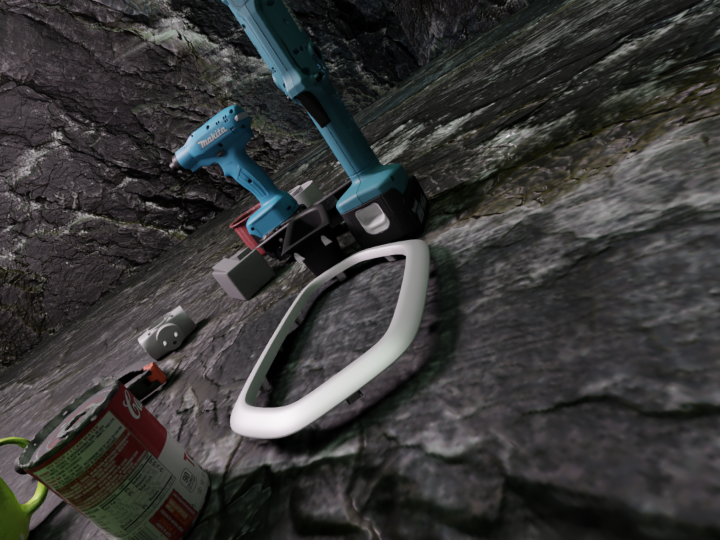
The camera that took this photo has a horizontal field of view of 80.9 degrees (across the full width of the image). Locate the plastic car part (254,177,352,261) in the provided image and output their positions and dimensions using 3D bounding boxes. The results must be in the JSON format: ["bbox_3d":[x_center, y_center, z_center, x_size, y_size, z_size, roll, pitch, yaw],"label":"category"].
[{"bbox_3d":[-0.072,-0.074,0.645,0.207,0.065,0.067,-27,20,21],"label":"plastic car part"}]

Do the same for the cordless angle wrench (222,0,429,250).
[{"bbox_3d":[-0.065,-0.211,0.443,0.076,0.411,0.098,-25,18,29],"label":"cordless angle wrench"}]

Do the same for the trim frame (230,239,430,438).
[{"bbox_3d":[-0.022,0.044,0.368,0.188,0.027,0.250,-25,23,24],"label":"trim frame"}]

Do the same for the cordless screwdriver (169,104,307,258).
[{"bbox_3d":[-0.199,-0.133,0.719,0.162,0.242,0.075,-28,17,19],"label":"cordless screwdriver"}]

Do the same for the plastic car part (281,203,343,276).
[{"bbox_3d":[-0.051,-0.033,0.519,0.066,0.069,0.119,-32,19,7],"label":"plastic car part"}]
